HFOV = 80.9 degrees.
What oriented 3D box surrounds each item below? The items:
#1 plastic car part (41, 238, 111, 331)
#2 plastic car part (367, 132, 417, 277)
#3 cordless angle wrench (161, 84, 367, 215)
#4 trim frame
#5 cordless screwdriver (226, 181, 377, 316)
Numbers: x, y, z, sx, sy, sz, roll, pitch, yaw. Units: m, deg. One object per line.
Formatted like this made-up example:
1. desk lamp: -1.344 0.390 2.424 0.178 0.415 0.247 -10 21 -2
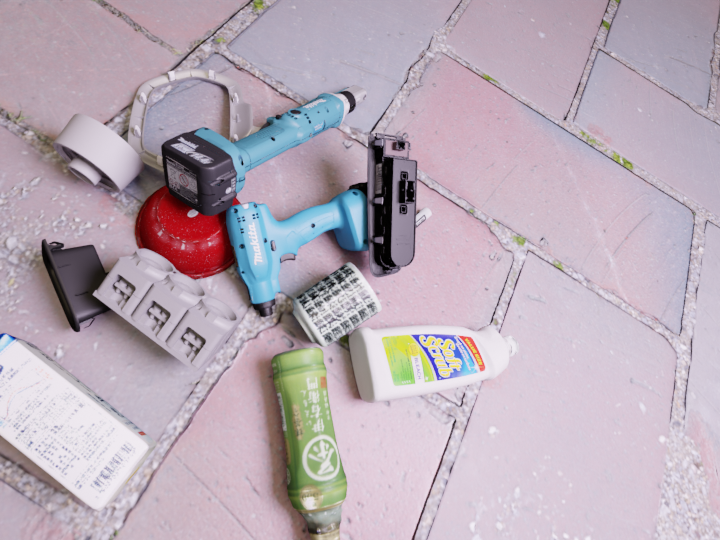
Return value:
1. plastic car part: -0.348 0.015 0.536 0.069 0.067 0.118 -26 80 -39
2. plastic car part: 0.050 -0.089 0.588 0.063 0.070 0.202 0 95 -35
3. cordless angle wrench: -0.105 -0.219 0.650 0.101 0.073 0.417 29 46 17
4. trim frame: -0.262 -0.240 0.662 0.181 0.027 0.257 -1 57 -12
5. cordless screwdriver: -0.060 -0.039 0.615 0.242 0.077 0.157 -16 100 -22
